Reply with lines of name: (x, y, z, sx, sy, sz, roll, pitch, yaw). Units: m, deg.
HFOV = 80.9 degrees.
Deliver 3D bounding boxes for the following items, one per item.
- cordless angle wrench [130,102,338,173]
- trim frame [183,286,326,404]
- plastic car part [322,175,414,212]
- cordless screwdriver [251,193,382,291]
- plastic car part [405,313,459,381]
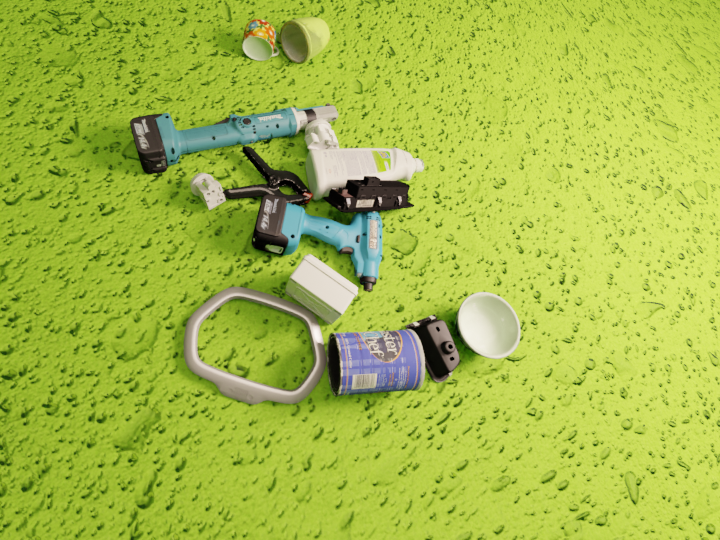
cordless angle wrench: (-0.237, -0.290, 0.866, 0.413, 0.074, 0.100, -17, 74, -20)
trim frame: (-0.178, 0.129, 0.725, 0.246, 0.027, 0.186, 18, 64, -5)
plastic car part: (0.026, -0.152, 0.831, 0.194, 0.066, 0.070, -4, 24, -39)
cordless screwdriver: (-0.078, -0.051, 0.795, 0.243, 0.074, 0.162, 8, 67, -13)
plastic car part: (0.143, 0.136, 0.761, 0.065, 0.070, 0.120, -18, 71, -18)
